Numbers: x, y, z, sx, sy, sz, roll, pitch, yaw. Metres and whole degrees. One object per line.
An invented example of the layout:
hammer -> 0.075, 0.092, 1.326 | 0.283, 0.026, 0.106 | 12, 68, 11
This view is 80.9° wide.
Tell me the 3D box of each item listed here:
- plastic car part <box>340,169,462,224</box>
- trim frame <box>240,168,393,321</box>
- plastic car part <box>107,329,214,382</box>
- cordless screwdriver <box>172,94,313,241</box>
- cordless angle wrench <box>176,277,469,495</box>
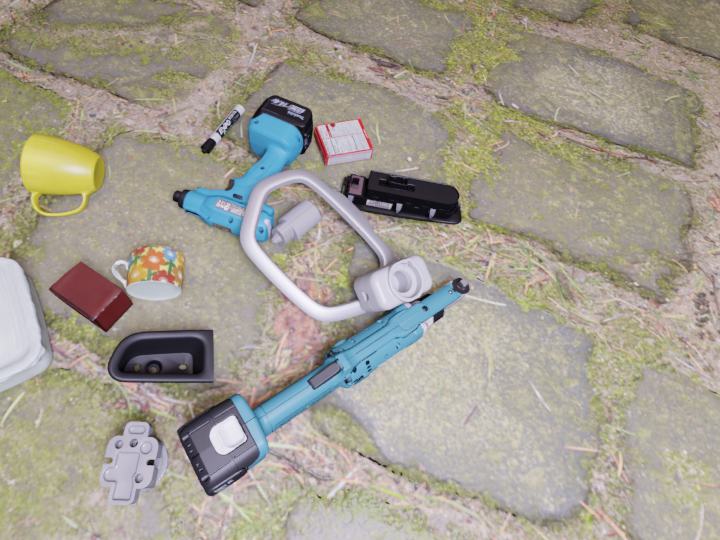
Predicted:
plastic car part -> 0.072, -0.126, 0.691 | 0.202, 0.066, 0.067 | 13, 54, -2
trim frame -> -0.060, -0.039, 0.615 | 0.249, 0.028, 0.183 | 43, 67, 1
plastic car part -> -0.245, 0.114, 0.521 | 0.112, 0.071, 0.068 | 3, 60, -24
cordless screwdriver -> -0.181, -0.174, 0.687 | 0.161, 0.073, 0.251 | 19, 65, 4
cordless angle wrench -> -0.014, 0.116, 0.538 | 0.414, 0.096, 0.077 | -29, 70, -24
